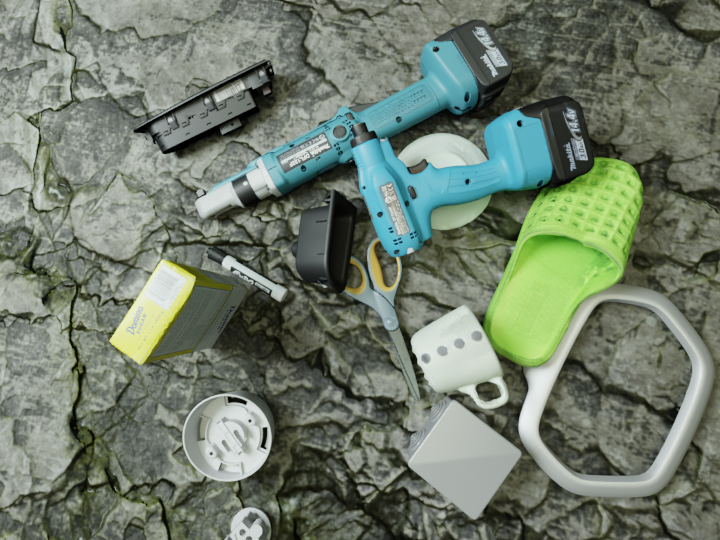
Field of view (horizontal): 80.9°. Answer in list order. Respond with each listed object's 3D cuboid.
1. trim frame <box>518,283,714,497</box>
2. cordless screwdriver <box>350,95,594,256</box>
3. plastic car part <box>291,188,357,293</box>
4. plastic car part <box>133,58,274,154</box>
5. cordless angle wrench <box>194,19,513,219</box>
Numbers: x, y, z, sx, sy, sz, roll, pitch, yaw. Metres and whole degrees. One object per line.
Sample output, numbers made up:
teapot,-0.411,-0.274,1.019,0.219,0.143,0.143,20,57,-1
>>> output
trim frame,0.287,0.134,0.483,0.187,0.027,0.248,27,87,8
cordless screwdriver,0.118,-0.132,0.488,0.249,0.075,0.158,-22,96,2
plastic car part,-0.051,-0.034,0.526,0.074,0.062,0.118,2,75,30
plastic car part,-0.204,-0.214,0.577,0.203,0.068,0.065,-22,108,1
cordless angle wrench,-0.023,-0.171,0.544,0.424,0.073,0.099,-27,82,4
